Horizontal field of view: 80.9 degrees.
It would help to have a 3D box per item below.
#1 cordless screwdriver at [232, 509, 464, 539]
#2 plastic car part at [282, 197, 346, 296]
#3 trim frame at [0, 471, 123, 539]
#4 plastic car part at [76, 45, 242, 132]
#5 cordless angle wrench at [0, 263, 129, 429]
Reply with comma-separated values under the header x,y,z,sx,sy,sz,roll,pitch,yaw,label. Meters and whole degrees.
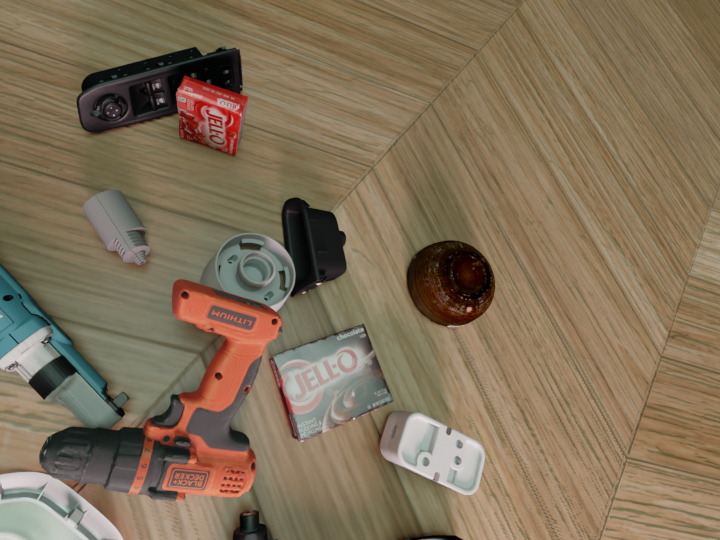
x,y,z,sx,sy,sz,roll,pitch,yaw,label
0.000,0.299,0.394,0.244,0.074,0.162,-3,72,-13,cordless screwdriver
-0.050,-0.032,0.508,0.068,0.067,0.119,5,66,-33,plastic car part
-0.287,0.285,0.318,0.180,0.028,0.250,15,80,-13,trim frame
-0.247,-0.230,0.515,0.199,0.066,0.069,-32,75,-24,plastic car part
-0.378,-0.006,0.395,0.423,0.075,0.097,46,65,0,cordless angle wrench
